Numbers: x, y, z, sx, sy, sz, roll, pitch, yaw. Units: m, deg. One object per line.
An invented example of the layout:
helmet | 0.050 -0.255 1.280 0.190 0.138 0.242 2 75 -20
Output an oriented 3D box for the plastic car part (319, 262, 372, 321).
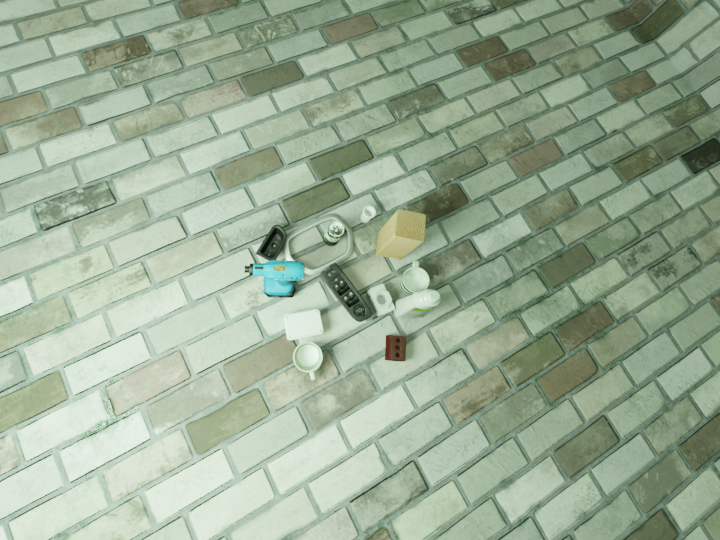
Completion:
plastic car part | -0.047 0.076 1.330 0.065 0.067 0.206 -37 82 -18

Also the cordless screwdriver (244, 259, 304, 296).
cordless screwdriver | -0.252 0.022 1.222 0.157 0.249 0.075 2 76 -11

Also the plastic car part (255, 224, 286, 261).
plastic car part | -0.277 -0.080 1.343 0.066 0.071 0.117 27 71 -3

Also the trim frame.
trim frame | -0.136 -0.089 1.389 0.245 0.027 0.187 -29 79 -16
